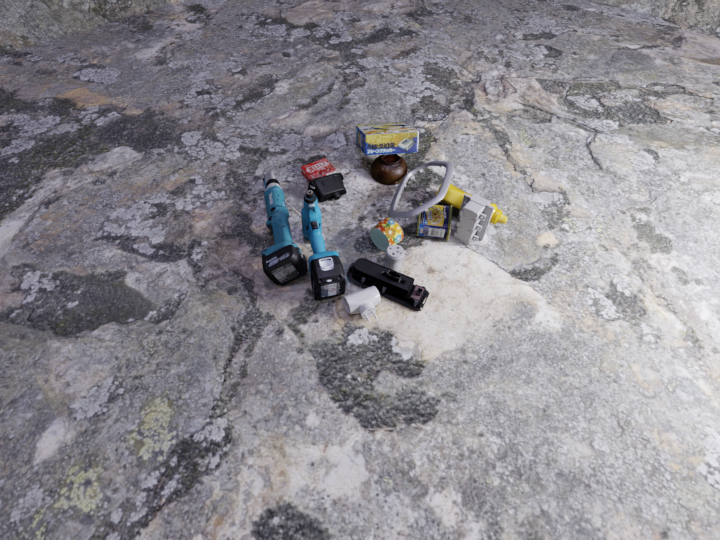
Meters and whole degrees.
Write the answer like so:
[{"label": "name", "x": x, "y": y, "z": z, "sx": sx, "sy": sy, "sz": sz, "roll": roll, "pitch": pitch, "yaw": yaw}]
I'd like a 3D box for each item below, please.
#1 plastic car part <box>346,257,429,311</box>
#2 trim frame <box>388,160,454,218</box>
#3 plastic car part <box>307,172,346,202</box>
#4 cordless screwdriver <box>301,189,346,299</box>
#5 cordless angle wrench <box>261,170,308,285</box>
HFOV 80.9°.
[{"label": "plastic car part", "x": 0.059, "y": 0.024, "z": 1.002, "sx": 0.211, "sy": 0.064, "sz": 0.066, "roll": 20, "pitch": 60, "yaw": 21}, {"label": "trim frame", "x": 0.165, "y": -0.226, "z": 1.170, "sx": 0.192, "sy": 0.026, "sz": 0.251, "roll": -10, "pitch": 43, "yaw": 36}, {"label": "plastic car part", "x": -0.088, "y": -0.236, "z": 1.233, "sx": 0.114, "sy": 0.065, "sz": 0.073, "roll": -17, "pitch": 67, "yaw": -17}, {"label": "cordless screwdriver", "x": -0.100, "y": -0.065, "z": 1.020, "sx": 0.073, "sy": 0.154, "sz": 0.260, "roll": -10, "pitch": 52, "yaw": -11}, {"label": "cordless angle wrench", "x": -0.225, "y": -0.146, "z": 1.146, "sx": 0.099, "sy": 0.070, "sz": 0.442, "roll": -28, "pitch": 46, "yaw": 10}]
